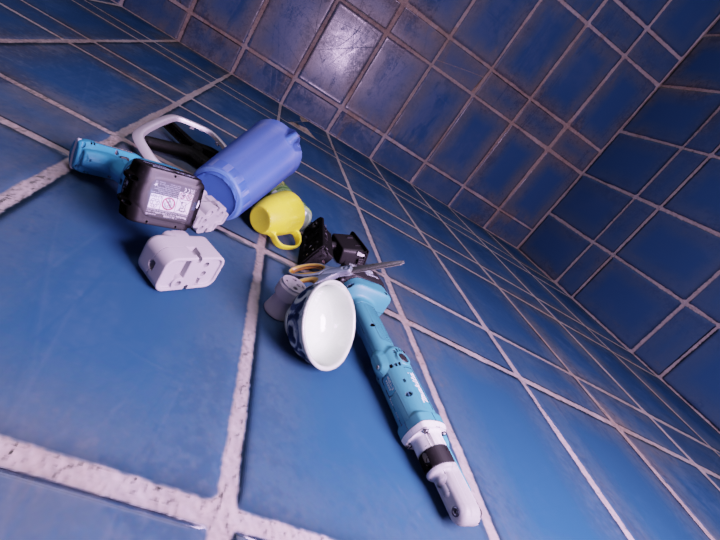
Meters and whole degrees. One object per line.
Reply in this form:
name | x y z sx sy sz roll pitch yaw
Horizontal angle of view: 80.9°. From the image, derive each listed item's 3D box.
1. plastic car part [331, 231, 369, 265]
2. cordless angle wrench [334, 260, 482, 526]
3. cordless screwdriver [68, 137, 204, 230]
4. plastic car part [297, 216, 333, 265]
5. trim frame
plastic car part | -0.036 -0.048 0.960 0.068 0.065 0.122 7 27 -26
cordless angle wrench | 0.048 0.145 0.621 0.093 0.074 0.444 21 26 -33
cordless screwdriver | -0.314 -0.133 0.631 0.263 0.074 0.151 28 12 38
plastic car part | -0.087 -0.057 0.887 0.064 0.067 0.210 37 17 -23
trim frame | -0.368 -0.257 0.895 0.181 0.028 0.252 34 31 -11
